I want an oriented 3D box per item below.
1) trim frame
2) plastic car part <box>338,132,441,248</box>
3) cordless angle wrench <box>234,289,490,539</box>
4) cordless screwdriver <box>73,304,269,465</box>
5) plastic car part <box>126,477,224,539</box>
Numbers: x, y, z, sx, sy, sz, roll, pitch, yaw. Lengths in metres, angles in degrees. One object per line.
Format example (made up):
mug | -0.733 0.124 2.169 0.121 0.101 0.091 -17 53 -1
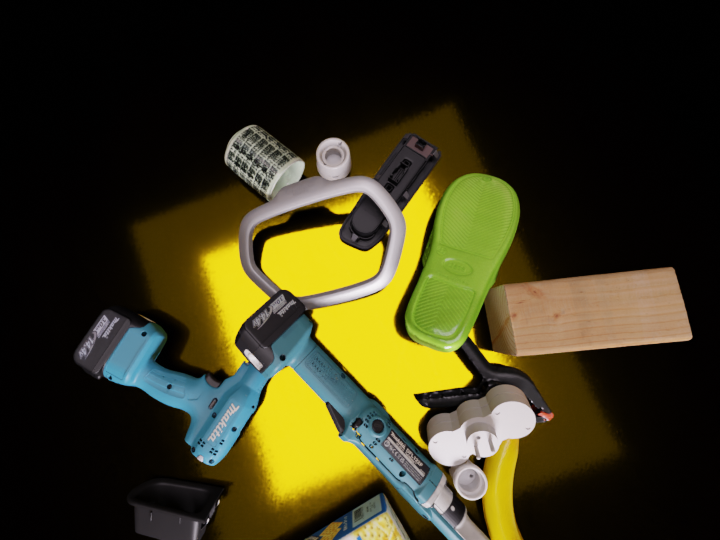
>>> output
trim frame | -0.059 -0.038 0.600 0.254 0.027 0.181 -15 100 17
plastic car part | 0.045 -0.120 0.628 0.066 0.067 0.203 36 87 0
cordless angle wrench | 0.010 0.207 0.557 0.428 0.074 0.096 45 58 6
cordless screwdriver | -0.255 0.132 0.597 0.251 0.073 0.159 32 74 5
plastic car part | -0.252 0.332 0.569 0.118 0.065 0.070 3 95 7
